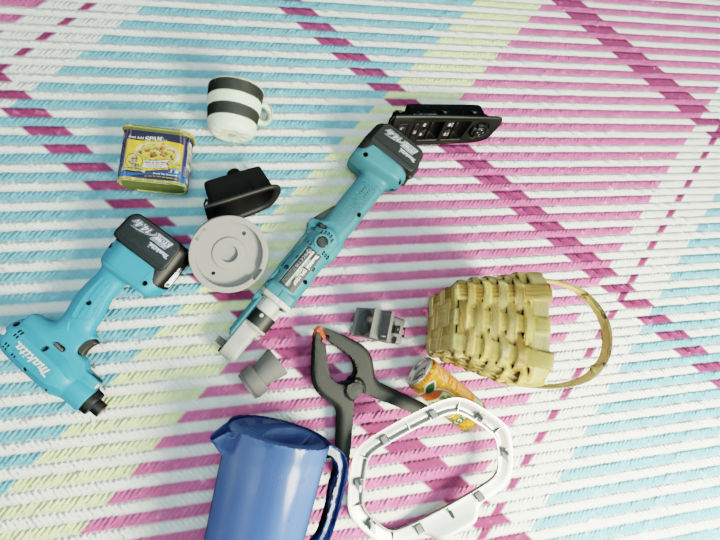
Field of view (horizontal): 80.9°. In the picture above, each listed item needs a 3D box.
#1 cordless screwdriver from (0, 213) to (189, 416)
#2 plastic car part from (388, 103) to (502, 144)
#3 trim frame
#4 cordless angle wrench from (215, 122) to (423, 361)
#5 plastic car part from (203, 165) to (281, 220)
[{"bbox_3d":[-0.328,0.055,0.565,0.159,0.075,0.248,41,78,-1],"label":"cordless screwdriver"},{"bbox_3d":[0.138,-0.254,0.727,0.200,0.065,0.069,-1,53,-9],"label":"plastic car part"},{"bbox_3d":[0.098,0.280,0.581,0.247,0.028,0.181,-26,99,-6],"label":"trim frame"},{"bbox_3d":[-0.062,-0.041,0.636,0.098,0.075,0.422,38,76,-2],"label":"cordless angle wrench"},{"bbox_3d":[-0.187,-0.120,0.640,0.114,0.065,0.073,-26,71,-19],"label":"plastic car part"}]
